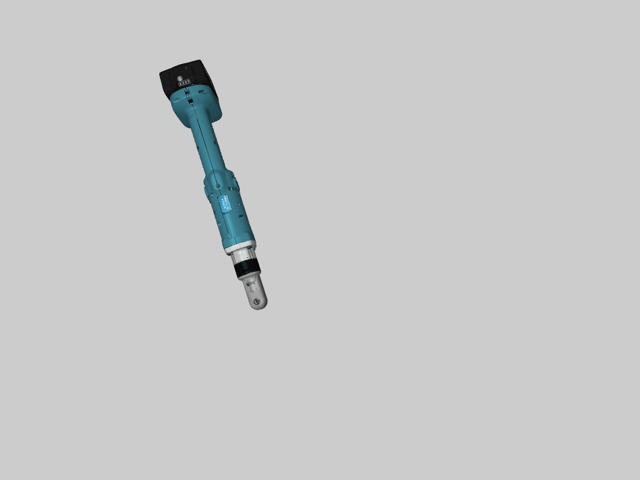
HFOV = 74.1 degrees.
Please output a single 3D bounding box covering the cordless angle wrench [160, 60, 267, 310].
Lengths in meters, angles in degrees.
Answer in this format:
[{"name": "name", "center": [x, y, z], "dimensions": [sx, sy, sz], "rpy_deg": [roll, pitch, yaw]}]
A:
[{"name": "cordless angle wrench", "center": [-0.164, -0.087, 0.708], "dimensions": [0.074, 0.422, 0.098], "rpy_deg": [-19, -7, -1]}]
